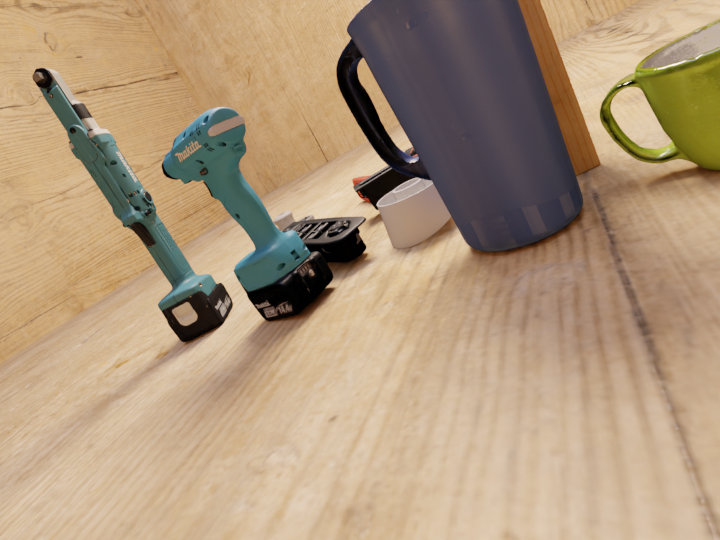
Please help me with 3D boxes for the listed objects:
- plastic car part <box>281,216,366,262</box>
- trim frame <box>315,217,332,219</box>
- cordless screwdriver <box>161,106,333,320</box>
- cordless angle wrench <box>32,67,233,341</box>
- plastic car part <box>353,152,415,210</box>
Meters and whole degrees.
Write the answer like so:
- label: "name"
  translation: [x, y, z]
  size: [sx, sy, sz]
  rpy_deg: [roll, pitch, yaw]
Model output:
- label: "plastic car part"
  translation: [-0.061, -0.040, 0.625]
  size: [0.065, 0.065, 0.211]
  rpy_deg: [-38, 19, -30]
- label: "trim frame"
  translation: [-0.111, -0.060, 0.819]
  size: [0.181, 0.027, 0.258]
  rpy_deg: [-36, 19, -20]
- label: "cordless screwdriver"
  translation: [-0.150, -0.059, 0.521]
  size: [0.165, 0.243, 0.073]
  rpy_deg: [-14, 19, 45]
- label: "cordless angle wrench"
  translation: [-0.332, -0.094, 0.617]
  size: [0.075, 0.414, 0.099]
  rpy_deg: [-27, 13, 6]
- label: "plastic car part"
  translation: [0.053, -0.144, 0.729]
  size: [0.117, 0.069, 0.067]
  rpy_deg: [-27, 15, 7]
